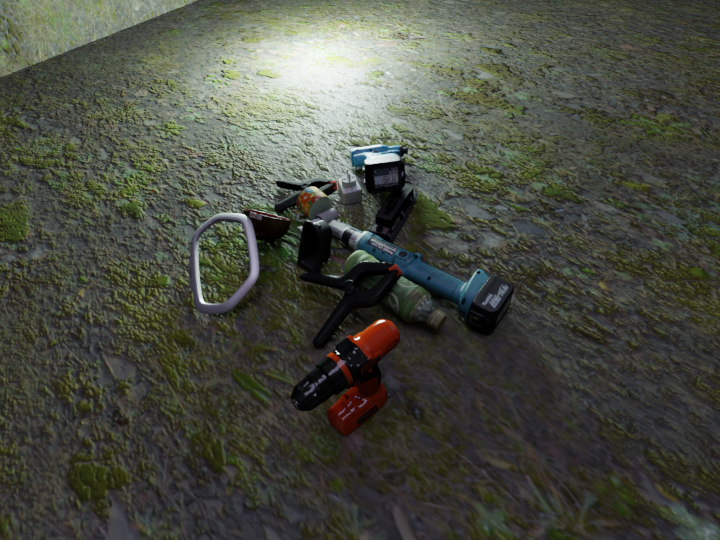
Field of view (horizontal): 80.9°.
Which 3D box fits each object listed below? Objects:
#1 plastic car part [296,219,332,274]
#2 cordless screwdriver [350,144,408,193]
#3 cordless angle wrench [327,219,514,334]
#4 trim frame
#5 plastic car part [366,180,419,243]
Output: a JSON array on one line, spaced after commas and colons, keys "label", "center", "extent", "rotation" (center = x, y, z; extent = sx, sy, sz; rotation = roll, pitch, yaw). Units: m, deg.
[{"label": "plastic car part", "center": [-0.090, -0.059, 0.925], "extent": [0.069, 0.114, 0.069], "rotation": [27, 31, 26]}, {"label": "cordless screwdriver", "center": [0.066, -0.275, 1.080], "extent": [0.159, 0.072, 0.257], "rotation": [-9, 28, -3]}, {"label": "cordless angle wrench", "center": [0.091, -0.016, 0.882], "extent": [0.446, 0.071, 0.097], "rotation": [28, 56, 31]}, {"label": "trim frame", "center": [-0.304, -0.022, 0.924], "extent": [0.187, 0.026, 0.258], "rotation": [-23, 61, 12]}, {"label": "plastic car part", "center": [0.078, -0.149, 1.011], "extent": [0.069, 0.064, 0.202], "rotation": [13, 48, 27]}]
